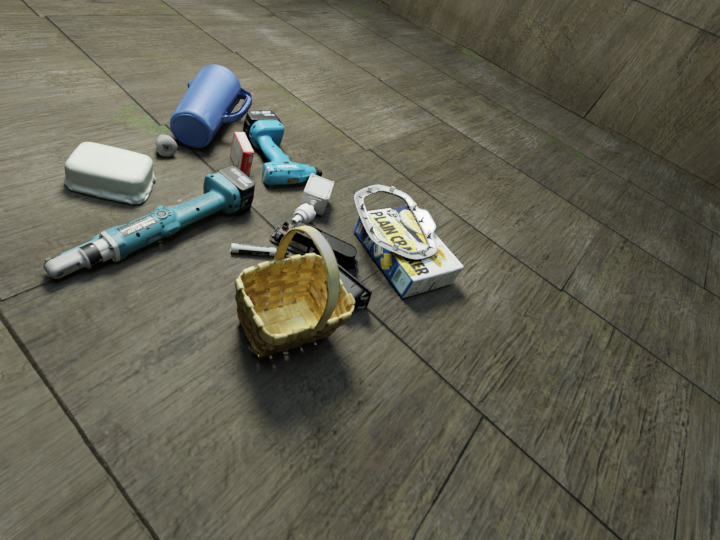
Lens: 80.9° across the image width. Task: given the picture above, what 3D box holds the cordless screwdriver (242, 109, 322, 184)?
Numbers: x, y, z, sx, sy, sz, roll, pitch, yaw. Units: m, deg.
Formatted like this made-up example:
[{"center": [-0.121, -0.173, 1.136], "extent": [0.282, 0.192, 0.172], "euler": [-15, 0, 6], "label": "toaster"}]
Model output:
[{"center": [-0.212, -0.324, 1.125], "extent": [0.153, 0.074, 0.260], "euler": [-9, 55, -30], "label": "cordless screwdriver"}]

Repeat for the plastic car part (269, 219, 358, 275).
[{"center": [-0.090, -0.059, 0.917], "extent": [0.204, 0.066, 0.066], "euler": [28, 36, 2], "label": "plastic car part"}]

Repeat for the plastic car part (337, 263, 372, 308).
[{"center": [-0.044, 0.040, 0.840], "extent": [0.121, 0.064, 0.070], "euler": [37, 58, 19], "label": "plastic car part"}]

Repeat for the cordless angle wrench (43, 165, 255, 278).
[{"center": [-0.389, -0.093, 0.826], "extent": [0.101, 0.073, 0.414], "euler": [38, 47, 15], "label": "cordless angle wrench"}]

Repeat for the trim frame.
[{"center": [0.083, -0.120, 0.971], "extent": [0.178, 0.027, 0.260], "euler": [1, 45, -22], "label": "trim frame"}]
